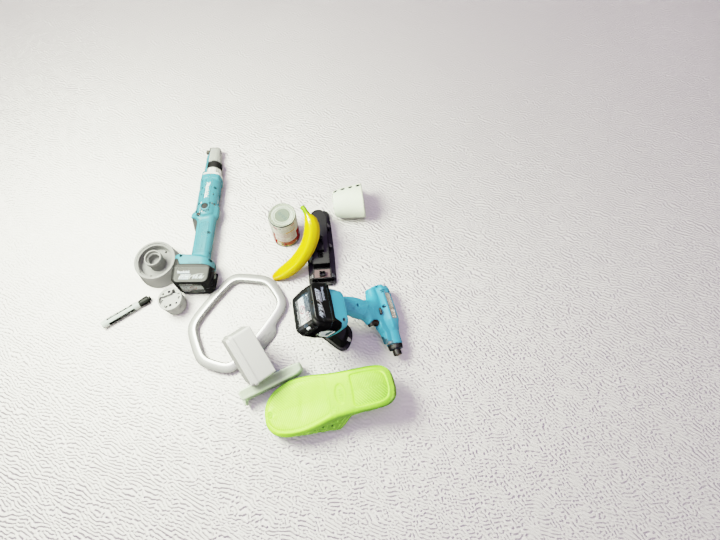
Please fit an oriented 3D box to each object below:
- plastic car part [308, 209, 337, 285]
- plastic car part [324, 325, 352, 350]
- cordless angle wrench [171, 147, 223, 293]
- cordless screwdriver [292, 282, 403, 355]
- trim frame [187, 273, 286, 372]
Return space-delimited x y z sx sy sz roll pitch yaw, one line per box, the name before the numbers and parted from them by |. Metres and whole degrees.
plastic car part | -0.101 -0.066 1.031 0.067 0.064 0.209 -8 62 4
plastic car part | -0.066 0.118 0.932 0.121 0.068 0.065 36 72 20
cordless angle wrench | -0.394 -0.150 1.081 0.098 0.072 0.434 -2 62 -1
cordless screwdriver | -0.014 0.105 0.878 0.236 0.075 0.165 5 58 -39
trim frame | -0.282 0.114 0.969 0.190 0.027 0.247 30 67 17
